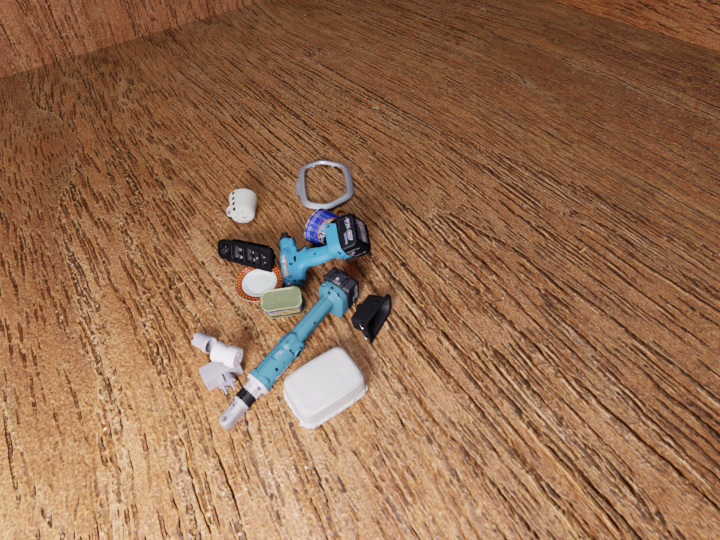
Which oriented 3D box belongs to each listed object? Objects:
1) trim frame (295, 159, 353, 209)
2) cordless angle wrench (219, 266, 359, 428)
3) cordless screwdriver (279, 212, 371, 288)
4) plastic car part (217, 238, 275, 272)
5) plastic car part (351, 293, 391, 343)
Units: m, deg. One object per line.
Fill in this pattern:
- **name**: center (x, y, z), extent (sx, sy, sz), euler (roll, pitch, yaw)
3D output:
- **trim frame**: center (-0.119, -0.279, 1.355), extent (0.184, 0.026, 0.258), euler (-8, 51, -2)
- **cordless angle wrench**: center (-0.155, 0.169, 0.939), extent (0.078, 0.094, 0.420), euler (30, 62, 22)
- **cordless screwdriver**: center (-0.104, -0.068, 1.063), extent (0.254, 0.070, 0.164), euler (-26, 62, 26)
- **plastic car part**: center (-0.305, -0.053, 1.143), extent (0.212, 0.064, 0.066), euler (10, 32, 28)
- **plastic car part**: center (0.019, 0.102, 0.997), extent (0.074, 0.063, 0.116), euler (10, 47, 31)
